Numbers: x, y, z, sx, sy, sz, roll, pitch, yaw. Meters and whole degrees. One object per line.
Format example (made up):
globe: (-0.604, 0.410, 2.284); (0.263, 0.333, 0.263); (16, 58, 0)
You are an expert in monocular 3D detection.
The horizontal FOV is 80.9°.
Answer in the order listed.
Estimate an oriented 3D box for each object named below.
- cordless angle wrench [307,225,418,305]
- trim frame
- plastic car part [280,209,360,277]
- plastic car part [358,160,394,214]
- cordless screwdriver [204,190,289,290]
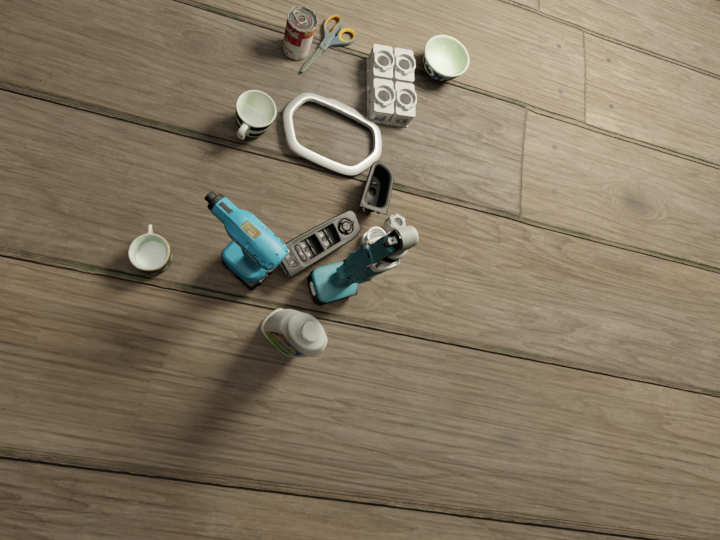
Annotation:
cordless angle wrench: (-0.002, -0.006, 0.713); (0.096, 0.427, 0.075); (-15, 84, -20)
trim frame: (-0.064, -0.322, 0.991); (0.245, 0.028, 0.185); (21, 72, -7)
plastic car part: (-0.088, -0.057, 0.896); (0.200, 0.067, 0.067); (-33, 88, -18)
plastic car part: (0.032, -0.179, 0.952); (0.065, 0.071, 0.118); (17, 73, -11)
cordless screwdriver: (-0.216, -0.049, 0.769); (0.159, 0.251, 0.074); (44, 70, -4)
